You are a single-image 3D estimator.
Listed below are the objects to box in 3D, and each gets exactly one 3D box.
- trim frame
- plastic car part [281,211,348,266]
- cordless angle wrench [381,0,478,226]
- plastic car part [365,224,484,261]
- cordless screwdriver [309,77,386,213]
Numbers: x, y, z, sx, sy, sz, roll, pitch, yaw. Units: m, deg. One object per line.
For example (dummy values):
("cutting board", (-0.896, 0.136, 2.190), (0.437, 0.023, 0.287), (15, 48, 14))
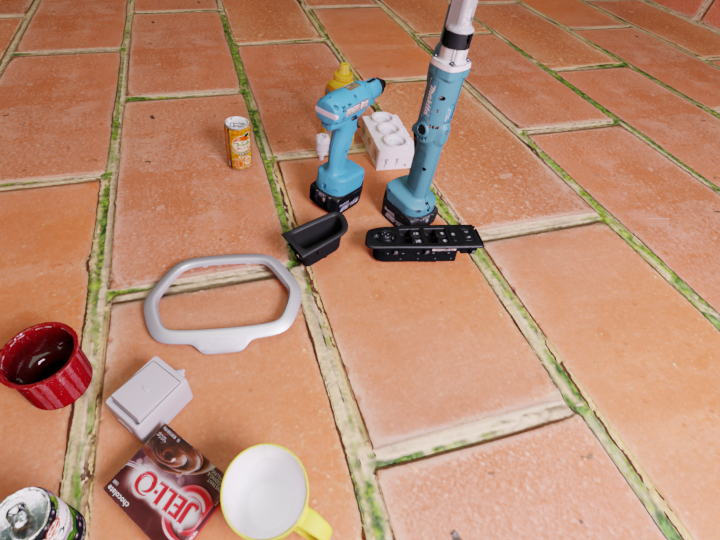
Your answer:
("trim frame", (-0.218, 0.046, 0.677), (0.245, 0.027, 0.192), (-4, 48, -8))
("plastic car part", (-0.073, -0.048, 0.744), (0.114, 0.069, 0.069), (-28, 57, -27))
("cordless angle wrench", (0.119, -0.240, 0.702), (0.072, 0.412, 0.103), (-25, 56, -28))
("plastic car part", (0.106, -0.047, 0.759), (0.202, 0.065, 0.068), (2, 48, -3))
("cordless screwdriver", (-0.022, -0.235, 0.802), (0.077, 0.242, 0.156), (35, 53, 21))
